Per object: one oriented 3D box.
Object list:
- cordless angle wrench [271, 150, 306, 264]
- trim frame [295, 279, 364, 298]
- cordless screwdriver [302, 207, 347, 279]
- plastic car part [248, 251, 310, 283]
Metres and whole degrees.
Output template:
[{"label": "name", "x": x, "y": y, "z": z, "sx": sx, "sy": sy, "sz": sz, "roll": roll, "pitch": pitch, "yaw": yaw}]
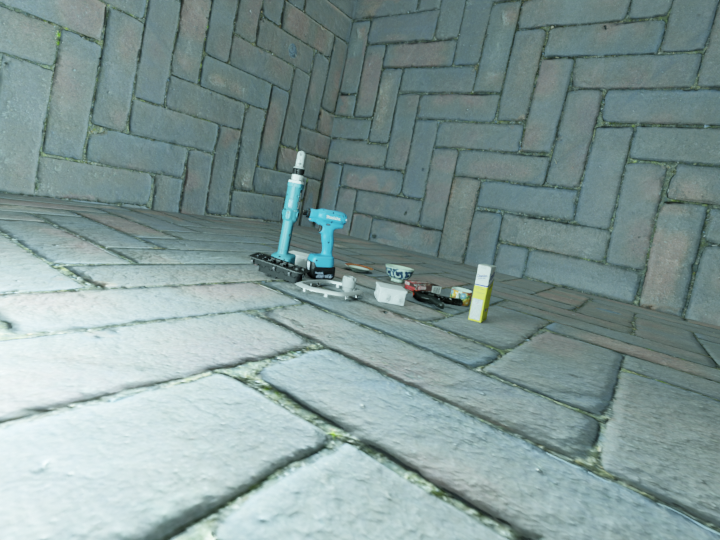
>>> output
[{"label": "cordless angle wrench", "x": -0.234, "y": -0.190, "z": 1.419, "sx": 0.076, "sy": 0.421, "sz": 0.096, "roll": 12, "pitch": 6, "yaw": 9}, {"label": "trim frame", "x": -0.095, "y": 0.055, "z": 1.305, "sx": 0.192, "sy": 0.027, "sz": 0.239, "roll": 15, "pitch": 9, "yaw": 25}, {"label": "cordless screwdriver", "x": -0.146, "y": -0.096, "z": 1.496, "sx": 0.154, "sy": 0.247, "sz": 0.077, "roll": 9, "pitch": 7, "yaw": -21}, {"label": "plastic car part", "x": -0.262, "y": -0.004, "z": 1.354, "sx": 0.210, "sy": 0.067, "sz": 0.064, "roll": 14, "pitch": 7, "yaw": 18}]
